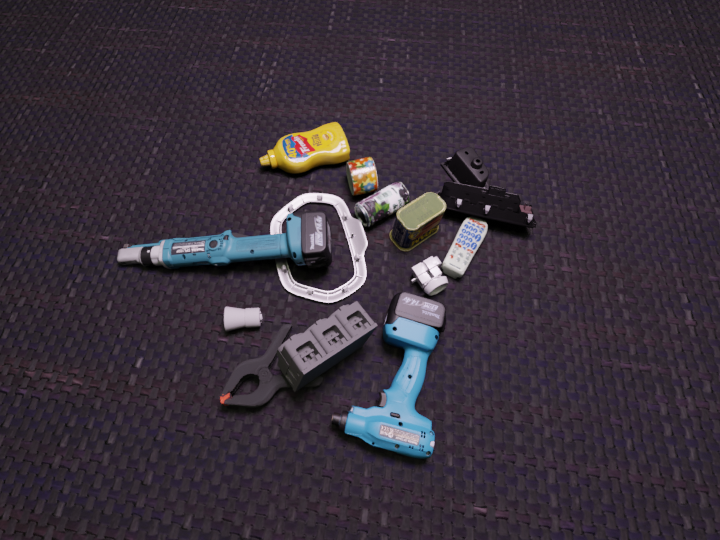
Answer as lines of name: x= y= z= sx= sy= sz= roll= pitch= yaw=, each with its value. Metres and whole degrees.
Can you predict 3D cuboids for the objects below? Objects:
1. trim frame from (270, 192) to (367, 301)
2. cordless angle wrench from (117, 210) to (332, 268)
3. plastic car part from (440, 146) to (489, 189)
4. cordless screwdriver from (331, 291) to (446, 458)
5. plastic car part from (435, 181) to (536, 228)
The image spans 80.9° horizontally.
trim frame: x=-0.082 y=-0.054 z=0.839 sx=0.183 sy=0.027 sz=0.257 roll=-13 pitch=62 yaw=-6
cordless angle wrench: x=-0.268 y=-0.041 z=0.806 sx=0.429 sy=0.071 sz=0.100 roll=-5 pitch=66 yaw=8
plastic car part: x=0.231 y=-0.212 z=0.883 sx=0.065 sy=0.069 sz=0.121 roll=-23 pitch=63 yaw=-10
cordless screwdriver: x=0.053 y=0.162 z=0.703 sx=0.161 sy=0.072 sz=0.252 roll=11 pitch=68 yaw=7
plastic car part: x=0.244 y=-0.136 z=0.839 sx=0.207 sy=0.065 sz=0.067 roll=10 pitch=38 yaw=11
